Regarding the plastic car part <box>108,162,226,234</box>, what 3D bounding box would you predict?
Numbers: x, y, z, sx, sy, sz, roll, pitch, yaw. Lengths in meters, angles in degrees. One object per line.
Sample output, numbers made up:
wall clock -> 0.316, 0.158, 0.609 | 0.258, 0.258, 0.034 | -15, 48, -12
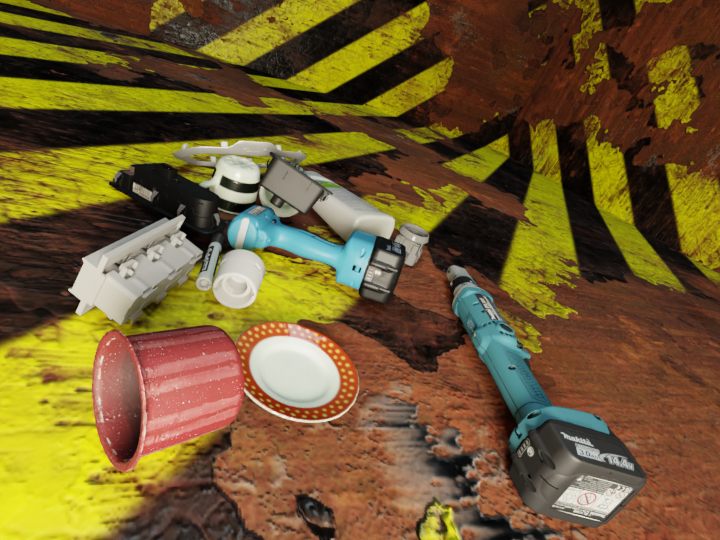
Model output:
plastic car part -> -0.273, -0.114, 0.616 | 0.211, 0.066, 0.064 | 31, 20, 21

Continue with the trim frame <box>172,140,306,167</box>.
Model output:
trim frame -> -0.221, -0.214, 0.787 | 0.239, 0.027, 0.192 | -2, 6, -27

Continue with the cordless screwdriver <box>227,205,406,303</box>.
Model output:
cordless screwdriver -> -0.062, -0.040, 0.633 | 0.249, 0.074, 0.160 | 17, 17, 0

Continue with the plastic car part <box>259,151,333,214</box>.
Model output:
plastic car part -> -0.113, -0.130, 0.683 | 0.114, 0.071, 0.067 | 30, 1, -13

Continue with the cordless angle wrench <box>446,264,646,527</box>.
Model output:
cordless angle wrench -> 0.181, 0.098, 0.558 | 0.096, 0.074, 0.435 | 17, 24, -13
